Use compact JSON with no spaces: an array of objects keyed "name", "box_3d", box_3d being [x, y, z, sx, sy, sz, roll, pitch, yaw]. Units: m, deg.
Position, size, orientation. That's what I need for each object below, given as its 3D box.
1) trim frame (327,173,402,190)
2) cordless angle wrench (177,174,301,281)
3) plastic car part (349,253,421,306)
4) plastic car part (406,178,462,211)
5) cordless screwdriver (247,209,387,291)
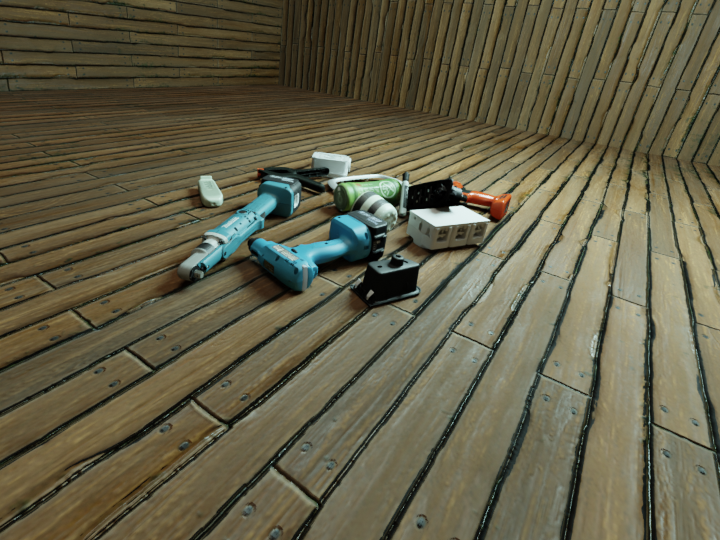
[{"name":"trim frame","box_3d":[0.023,-0.244,1.220,0.240,0.027,0.195,-16,36,-33]},{"name":"cordless angle wrench","box_3d":[-0.233,-0.093,0.844,0.100,0.073,0.424,11,31,9]},{"name":"plastic car part","box_3d":[0.051,0.008,0.708,0.113,0.069,0.070,-13,35,-28]},{"name":"plastic car part","box_3d":[0.171,-0.171,0.999,0.065,0.066,0.208,20,-4,-18]},{"name":"cordless screwdriver","box_3d":[-0.077,-0.051,0.792,0.241,0.072,0.168,-24,40,-38]}]
